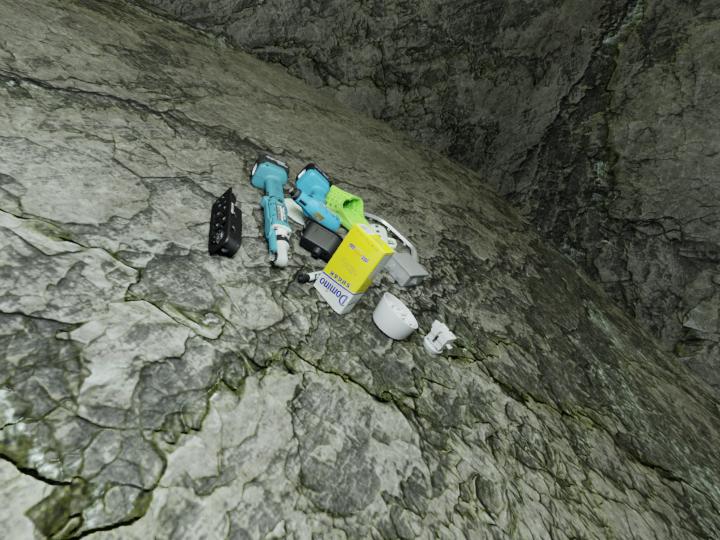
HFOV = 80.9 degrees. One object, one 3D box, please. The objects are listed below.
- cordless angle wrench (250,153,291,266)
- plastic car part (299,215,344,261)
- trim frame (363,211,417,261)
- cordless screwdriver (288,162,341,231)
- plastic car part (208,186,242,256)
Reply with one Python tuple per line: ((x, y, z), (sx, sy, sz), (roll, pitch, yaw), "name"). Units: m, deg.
((-0.211, -0.151, 1.037), (0.094, 0.074, 0.442), (19, 32, -29), "cordless angle wrench")
((-0.099, -0.065, 1.012), (0.119, 0.065, 0.070), (32, 52, 9), "plastic car part")
((0.080, -0.105, 1.323), (0.259, 0.027, 0.177), (46, 28, 21), "trim frame")
((-0.136, -0.215, 1.148), (0.151, 0.075, 0.259), (38, 21, -31), "cordless screwdriver")
((-0.278, -0.092, 0.879), (0.064, 0.067, 0.211), (49, 14, -34), "plastic car part")
